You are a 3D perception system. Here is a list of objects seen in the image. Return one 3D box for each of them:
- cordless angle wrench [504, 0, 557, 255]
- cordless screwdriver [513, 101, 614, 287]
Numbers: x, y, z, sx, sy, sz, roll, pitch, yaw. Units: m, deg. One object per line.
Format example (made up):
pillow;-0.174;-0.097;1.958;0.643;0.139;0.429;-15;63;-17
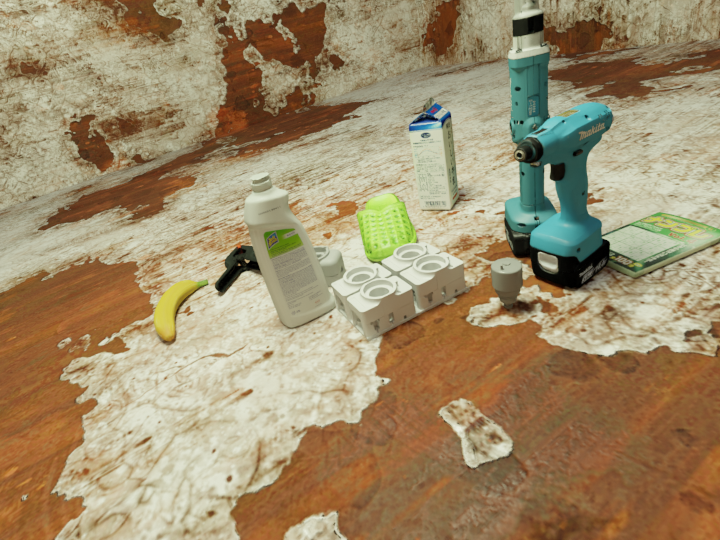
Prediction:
cordless angle wrench;0.260;-0.224;0.652;0.076;0.409;0.099;-7;27;12
cordless screwdriver;0.277;-0.091;0.589;0.156;0.240;0.078;-26;30;-23
